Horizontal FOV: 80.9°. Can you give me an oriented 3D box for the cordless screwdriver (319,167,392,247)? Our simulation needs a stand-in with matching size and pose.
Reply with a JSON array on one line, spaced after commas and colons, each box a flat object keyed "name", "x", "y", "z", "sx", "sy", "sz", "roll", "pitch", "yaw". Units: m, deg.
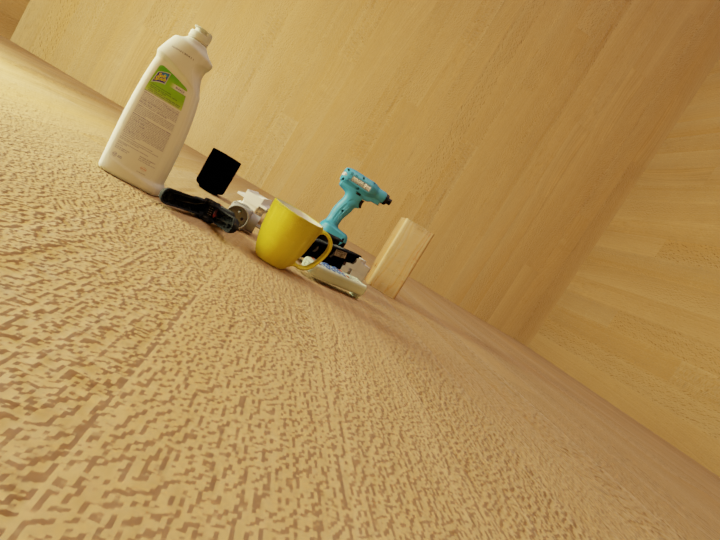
[{"name": "cordless screwdriver", "x": -0.033, "y": -0.145, "z": 1.183, "sx": 0.156, "sy": 0.248, "sz": 0.076, "roll": 30, "pitch": 5, "yaw": -11}]

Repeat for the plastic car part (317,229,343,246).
[{"name": "plastic car part", "x": -0.101, "y": -0.066, "z": 1.030, "sx": 0.110, "sy": 0.071, "sz": 0.069, "roll": 28, "pitch": 6, "yaw": -35}]

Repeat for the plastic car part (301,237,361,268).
[{"name": "plastic car part", "x": -0.085, "y": -0.041, "z": 0.898, "sx": 0.070, "sy": 0.067, "sz": 0.192, "roll": 35, "pitch": 6, "yaw": 37}]
